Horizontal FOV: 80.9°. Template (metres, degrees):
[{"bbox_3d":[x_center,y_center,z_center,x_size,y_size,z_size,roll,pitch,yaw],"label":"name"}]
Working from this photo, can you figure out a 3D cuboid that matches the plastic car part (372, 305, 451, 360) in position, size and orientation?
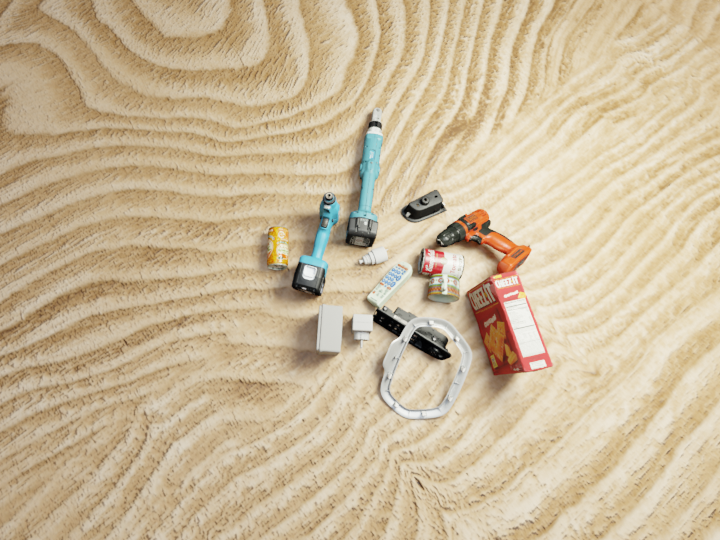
[{"bbox_3d":[0.130,0.146,1.031,0.208,0.065,0.066,34,50,12],"label":"plastic car part"}]

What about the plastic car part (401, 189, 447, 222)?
[{"bbox_3d":[0.173,-0.177,1.128,0.115,0.070,0.068,-24,74,-11],"label":"plastic car part"}]

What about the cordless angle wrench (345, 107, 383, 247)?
[{"bbox_3d":[0.024,-0.273,1.157,0.074,0.096,0.430,9,69,-3],"label":"cordless angle wrench"}]

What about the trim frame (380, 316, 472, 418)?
[{"bbox_3d":[0.147,0.228,0.977,0.187,0.027,0.248,24,96,9],"label":"trim frame"}]

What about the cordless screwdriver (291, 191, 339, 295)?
[{"bbox_3d":[-0.103,-0.067,1.053,0.075,0.157,0.251,14,75,1],"label":"cordless screwdriver"}]
